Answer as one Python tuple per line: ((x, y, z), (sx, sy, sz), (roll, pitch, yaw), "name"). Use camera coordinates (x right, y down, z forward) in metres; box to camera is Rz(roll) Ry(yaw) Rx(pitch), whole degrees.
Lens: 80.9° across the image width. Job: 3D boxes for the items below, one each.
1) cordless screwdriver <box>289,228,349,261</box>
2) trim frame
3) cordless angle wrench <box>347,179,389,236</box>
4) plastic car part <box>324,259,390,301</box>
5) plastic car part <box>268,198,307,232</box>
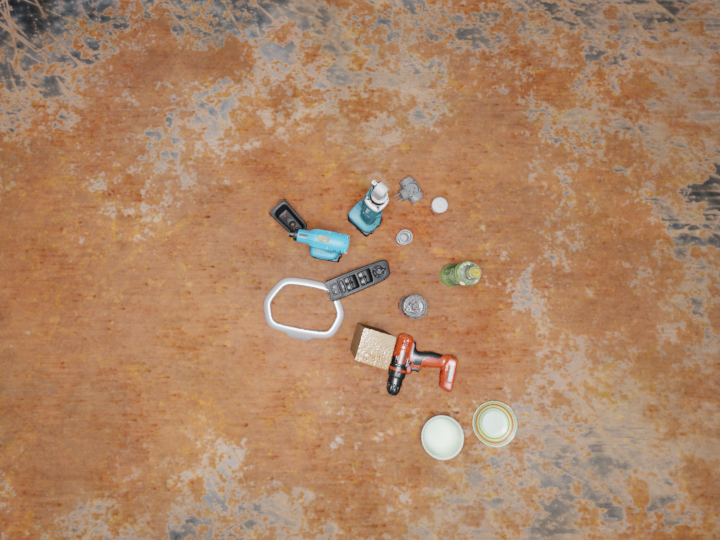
((-0.118, -0.077, 1.209), (0.159, 0.248, 0.074), (11, 86, -3), "cordless screwdriver")
((-0.175, 0.119, 1.297), (0.249, 0.027, 0.185), (9, 84, 1), "trim frame")
((0.029, -0.168, 1.131), (0.098, 0.422, 0.074), (43, 85, -1), "cordless angle wrench")
((-0.006, 0.028, 1.286), (0.202, 0.067, 0.067), (-22, 87, -2), "plastic car part")
((-0.218, -0.154, 1.307), (0.066, 0.070, 0.117), (-44, 87, -5), "plastic car part")
